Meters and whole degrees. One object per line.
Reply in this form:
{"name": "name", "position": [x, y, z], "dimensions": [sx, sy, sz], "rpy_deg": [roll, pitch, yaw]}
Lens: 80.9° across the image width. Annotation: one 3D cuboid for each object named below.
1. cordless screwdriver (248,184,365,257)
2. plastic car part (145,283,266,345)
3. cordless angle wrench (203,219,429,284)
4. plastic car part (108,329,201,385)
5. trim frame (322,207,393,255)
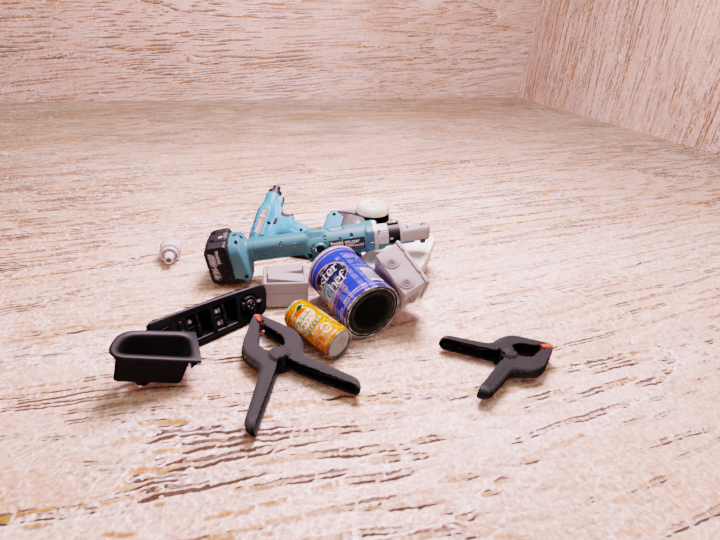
{"name": "cordless screwdriver", "position": [-0.111, -0.105, 0.922], "dimensions": [0.255, 0.072, 0.161], "rpy_deg": [9, 67, 12]}
{"name": "plastic car part", "position": [-0.247, 0.077, 0.695], "dimensions": [0.197, 0.065, 0.070], "rpy_deg": [-21, 13, -32]}
{"name": "cordless angle wrench", "position": [-0.079, -0.052, 0.809], "dimensions": [0.424, 0.094, 0.077], "rpy_deg": [-8, 33, 2]}
{"name": "plastic car part", "position": [-0.290, 0.128, 0.590], "dimensions": [0.111, 0.070, 0.069], "rpy_deg": [5, 26, -30]}
{"name": "trim frame", "position": [0.000, -0.097, 1.022], "dimensions": [0.182, 0.027, 0.258], "rpy_deg": [-3, 33, -10]}
